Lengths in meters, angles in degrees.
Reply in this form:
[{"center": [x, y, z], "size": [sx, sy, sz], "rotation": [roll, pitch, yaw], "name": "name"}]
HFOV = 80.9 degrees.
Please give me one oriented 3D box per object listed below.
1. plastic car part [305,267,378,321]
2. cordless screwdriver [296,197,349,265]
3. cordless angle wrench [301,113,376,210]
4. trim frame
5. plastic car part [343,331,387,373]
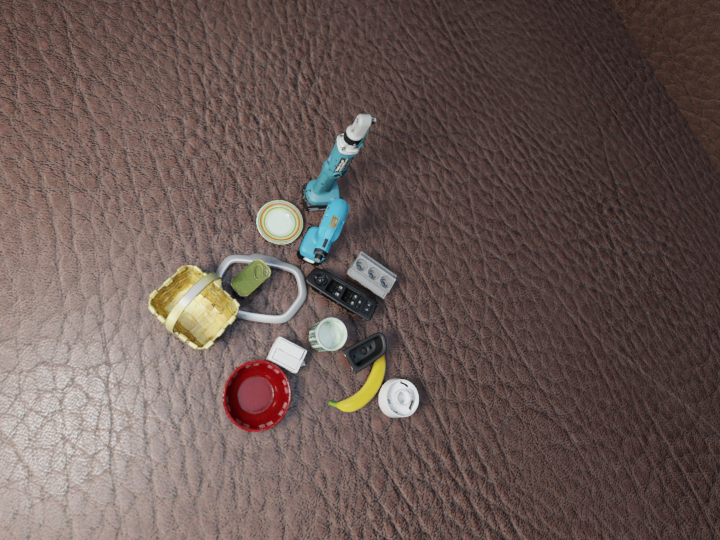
[{"center": [-0.056, 0.063, 1.141], "size": [0.202, 0.067, 0.066], "rotation": [33, 67, -3], "name": "plastic car part"}, {"center": [-0.105, -0.069, 1.073], "size": [0.073, 0.251, 0.160], "rotation": [25, 69, -12], "name": "cordless screwdriver"}, {"center": [-0.060, -0.260, 1.053], "size": [0.095, 0.427, 0.076], "rotation": [-4, 77, -20], "name": "cordless angle wrench"}, {"center": [-0.263, 0.043, 1.115], "size": [0.243, 0.027, 0.187], "rotation": [9, 70, -12], "name": "trim frame"}, {"center": [0.010, 0.212, 1.106], "size": [0.114, 0.071, 0.067], "rotation": [-27, 84, -22], "name": "plastic car part"}]
